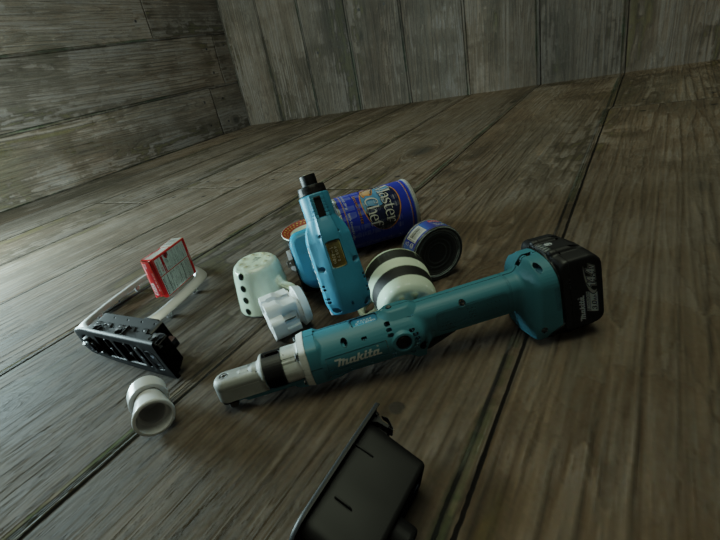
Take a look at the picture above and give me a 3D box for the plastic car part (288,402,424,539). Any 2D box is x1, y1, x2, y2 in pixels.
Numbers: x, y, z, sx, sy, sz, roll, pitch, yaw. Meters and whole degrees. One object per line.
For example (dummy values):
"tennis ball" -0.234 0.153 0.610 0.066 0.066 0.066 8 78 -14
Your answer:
"plastic car part" 0.009 0.173 0.313 0.074 0.064 0.115 18 40 24

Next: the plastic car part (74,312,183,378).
"plastic car part" -0.320 0.093 0.586 0.211 0.063 0.067 -1 46 28

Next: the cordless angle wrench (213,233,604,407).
"cordless angle wrench" 0.042 0.067 0.466 0.422 0.095 0.077 -17 22 -1

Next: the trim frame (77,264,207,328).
"trim frame" -0.383 0.051 0.756 0.190 0.026 0.249 -3 30 18

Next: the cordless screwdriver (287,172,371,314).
"cordless screwdriver" -0.056 -0.037 0.571 0.073 0.158 0.253 -19 5 -10
